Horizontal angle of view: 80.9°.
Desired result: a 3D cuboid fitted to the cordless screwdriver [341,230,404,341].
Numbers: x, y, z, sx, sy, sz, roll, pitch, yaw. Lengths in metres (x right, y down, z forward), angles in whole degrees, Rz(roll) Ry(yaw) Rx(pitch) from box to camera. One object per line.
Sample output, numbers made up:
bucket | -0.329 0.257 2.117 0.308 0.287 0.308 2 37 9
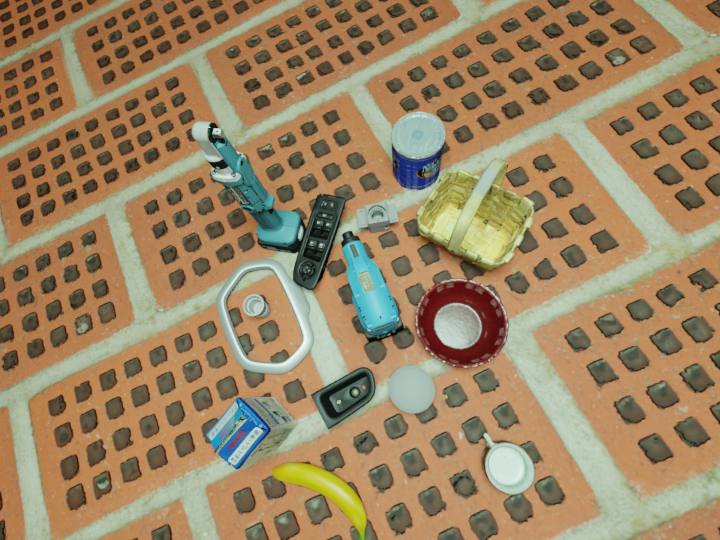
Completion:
cordless screwdriver | 0.016 0.037 0.737 0.074 0.241 0.164 -21 72 0

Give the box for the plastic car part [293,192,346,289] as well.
plastic car part | -0.086 -0.056 0.882 0.068 0.065 0.204 15 75 13

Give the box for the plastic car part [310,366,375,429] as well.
plastic car part | -0.020 0.227 0.772 0.116 0.068 0.068 -31 71 -1

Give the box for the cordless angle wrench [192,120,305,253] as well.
cordless angle wrench | -0.189 -0.131 0.743 0.100 0.410 0.075 10 75 9

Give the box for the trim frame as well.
trim frame | -0.197 0.092 0.874 0.184 0.026 0.257 -28 69 1
